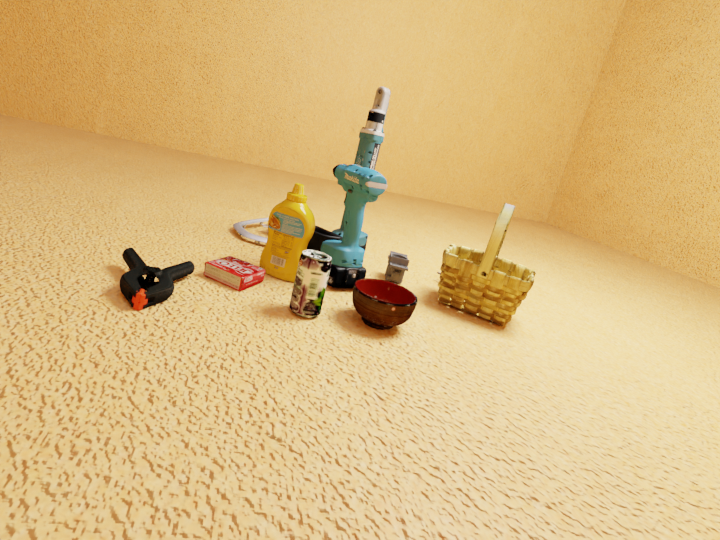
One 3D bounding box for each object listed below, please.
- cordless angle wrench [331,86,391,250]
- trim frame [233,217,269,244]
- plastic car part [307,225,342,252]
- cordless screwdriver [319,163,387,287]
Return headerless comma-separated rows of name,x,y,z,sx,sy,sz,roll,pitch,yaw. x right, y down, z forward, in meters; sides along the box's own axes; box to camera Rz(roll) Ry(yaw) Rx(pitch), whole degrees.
cordless angle wrench,0.004,-0.226,1.025,0.078,0.418,0.094,24,18,33
trim frame,-0.230,-0.105,1.141,0.192,0.027,0.241,20,18,23
plastic car part,-0.101,-0.066,1.036,0.063,0.070,0.123,-1,22,-42
cordless screwdriver,-0.034,-0.097,0.882,0.071,0.246,0.168,3,19,-34
